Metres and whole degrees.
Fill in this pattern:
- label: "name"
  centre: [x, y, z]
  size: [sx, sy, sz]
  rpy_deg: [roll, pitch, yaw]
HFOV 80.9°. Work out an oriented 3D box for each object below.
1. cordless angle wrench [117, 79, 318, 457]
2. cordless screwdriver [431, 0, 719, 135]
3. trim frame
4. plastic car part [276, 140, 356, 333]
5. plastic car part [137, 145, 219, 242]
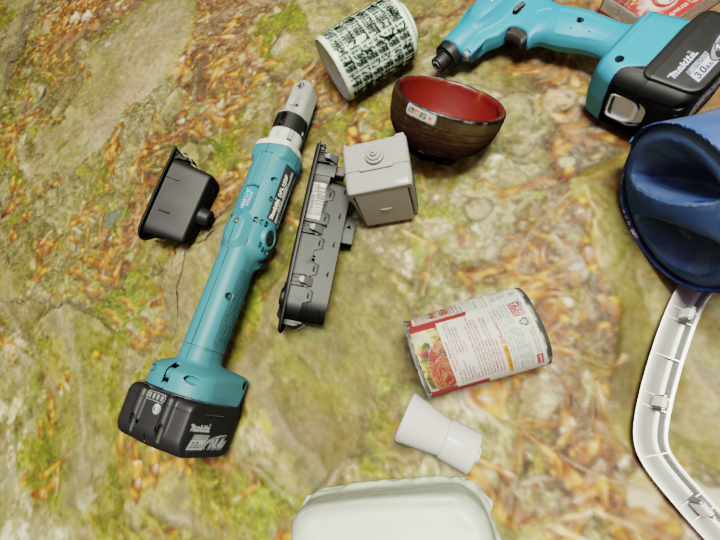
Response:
- label: "cordless angle wrench"
  centre: [-0.119, -0.035, 0.455]
  size: [0.077, 0.093, 0.427]
  rpy_deg: [8, 70, 21]
- label: "cordless screwdriver"
  centre: [0.206, -0.218, 0.427]
  size: [0.159, 0.071, 0.261]
  rpy_deg: [-42, 61, -1]
- label: "trim frame"
  centre: [0.316, 0.097, 0.302]
  size: [0.192, 0.026, 0.249]
  rpy_deg: [22, 77, 22]
- label: "plastic car part"
  centre: [-0.044, -0.029, 0.446]
  size: [0.066, 0.066, 0.205]
  rpy_deg: [17, 73, -7]
- label: "plastic car part"
  centre: [-0.212, -0.080, 0.518]
  size: [0.072, 0.065, 0.117]
  rpy_deg: [16, 79, 5]
